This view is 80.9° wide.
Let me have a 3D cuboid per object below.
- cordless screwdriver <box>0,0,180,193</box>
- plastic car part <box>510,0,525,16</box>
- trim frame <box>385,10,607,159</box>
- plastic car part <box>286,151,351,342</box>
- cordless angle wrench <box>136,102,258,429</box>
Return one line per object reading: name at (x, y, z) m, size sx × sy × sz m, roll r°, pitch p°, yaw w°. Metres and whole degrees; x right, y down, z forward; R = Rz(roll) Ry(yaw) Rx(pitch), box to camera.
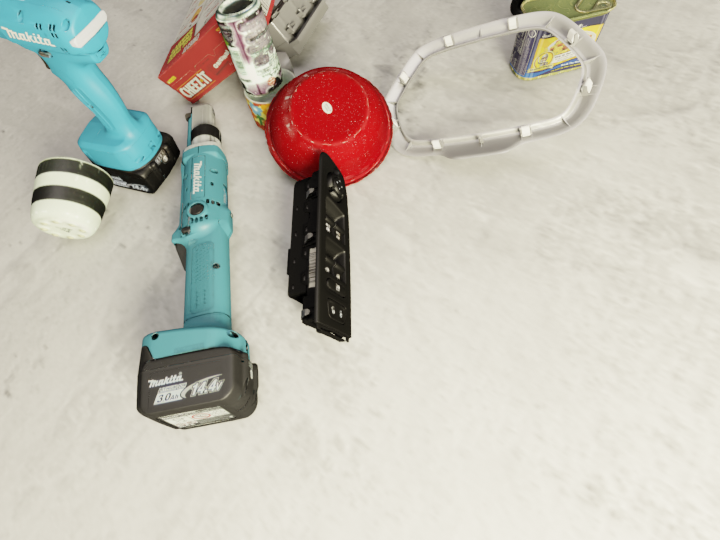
cordless screwdriver at (-0.321, -0.198, 0.487) m, size 0.163 × 0.241 × 0.075 m, roll 17°, pitch 64°, yaw 9°
plastic car part at (0.288, -0.404, 0.615) m, size 0.121 × 0.063 × 0.071 m, roll 17°, pitch 49°, yaw 20°
trim frame at (0.141, -0.215, 0.499) m, size 0.258 × 0.026 × 0.186 m, roll 0°, pitch 76°, yaw 27°
plastic car part at (-0.044, -0.029, 0.449) m, size 0.069 × 0.062 × 0.207 m, roll -15°, pitch 61°, yaw 34°
cordless angle wrench at (-0.180, -0.052, 0.484) m, size 0.098 × 0.071 × 0.439 m, roll -13°, pitch 57°, yaw 0°
